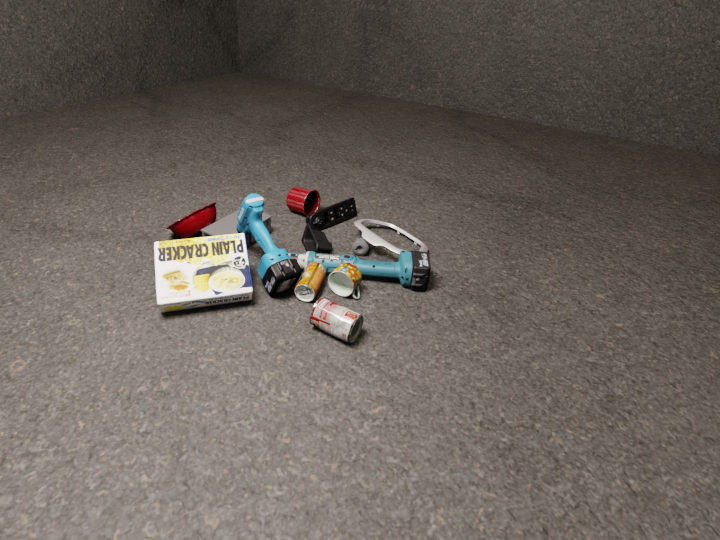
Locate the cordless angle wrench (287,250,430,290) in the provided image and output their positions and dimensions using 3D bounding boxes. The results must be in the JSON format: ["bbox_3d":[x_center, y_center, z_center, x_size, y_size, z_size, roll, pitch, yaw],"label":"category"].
[{"bbox_3d":[-0.035,-0.015,1.124,0.428,0.072,0.100,4,34,6],"label":"cordless angle wrench"}]

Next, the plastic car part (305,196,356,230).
[{"bbox_3d":[-0.101,-0.183,1.369,0.071,0.064,0.197,19,36,37],"label":"plastic car part"}]

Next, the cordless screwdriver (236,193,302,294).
[{"bbox_3d":[-0.251,-0.057,1.086,0.072,0.160,0.256,-17,70,-35],"label":"cordless screwdriver"}]

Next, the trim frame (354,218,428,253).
[{"bbox_3d":[0.089,-0.098,1.257,0.176,0.027,0.263,-6,34,-41],"label":"trim frame"}]

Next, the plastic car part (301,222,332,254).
[{"bbox_3d":[-0.120,-0.078,1.223,0.068,0.065,0.123,3,34,-29],"label":"plastic car part"}]
